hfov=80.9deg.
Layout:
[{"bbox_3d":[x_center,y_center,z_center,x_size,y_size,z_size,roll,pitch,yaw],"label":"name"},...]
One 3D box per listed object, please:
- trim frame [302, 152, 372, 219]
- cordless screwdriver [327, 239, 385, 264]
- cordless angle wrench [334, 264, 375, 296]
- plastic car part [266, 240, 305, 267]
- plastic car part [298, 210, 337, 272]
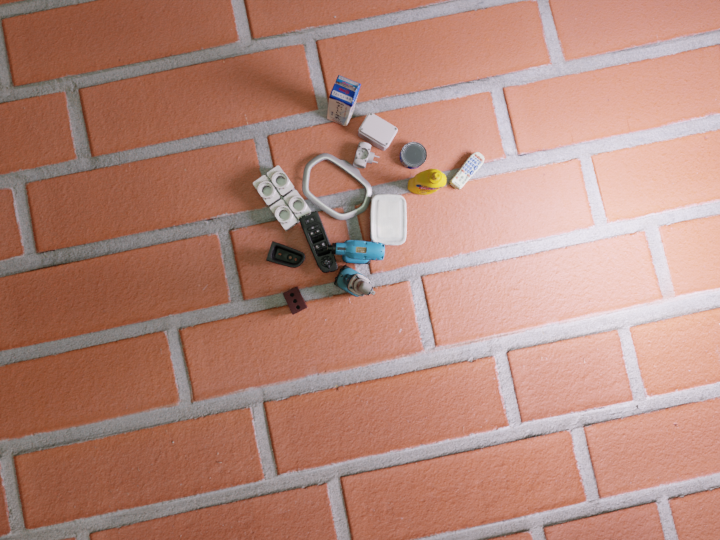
[{"bbox_3d":[-0.079,-0.278,1.400,0.249,0.027,0.184,36,87,1],"label":"trim frame"},{"bbox_3d":[-0.024,-0.059,1.279,0.159,0.250,0.074,4,90,-5],"label":"cordless screwdriver"},{"bbox_3d":[-0.012,0.037,1.188,0.097,0.425,0.074,30,88,-5],"label":"cordless angle wrench"},{"bbox_3d":[-0.237,-0.045,1.365,0.116,0.071,0.066,18,88,-2],"label":"plastic car part"},{"bbox_3d":[-0.134,-0.088,1.370,0.066,0.067,0.203,-22,88,-4],"label":"plastic car part"}]
